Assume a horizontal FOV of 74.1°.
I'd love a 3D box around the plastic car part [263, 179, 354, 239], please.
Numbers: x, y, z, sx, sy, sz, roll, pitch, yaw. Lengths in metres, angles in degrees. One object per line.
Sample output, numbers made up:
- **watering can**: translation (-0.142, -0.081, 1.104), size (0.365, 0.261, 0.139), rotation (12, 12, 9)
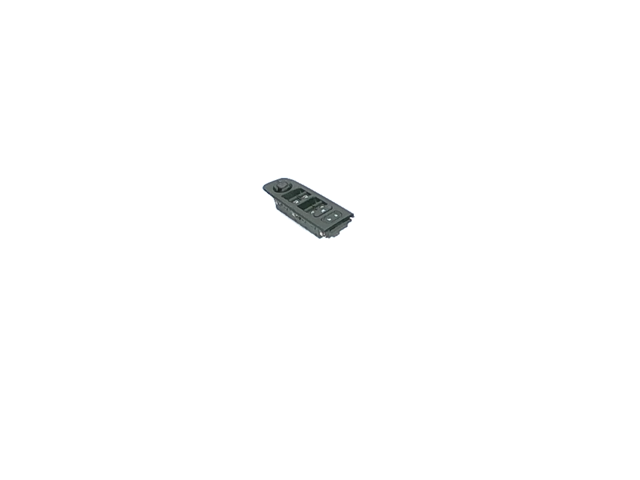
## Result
- **plastic car part**: translation (-0.026, -0.056, 0.773), size (0.066, 0.067, 0.204), rotation (-37, 51, -20)
